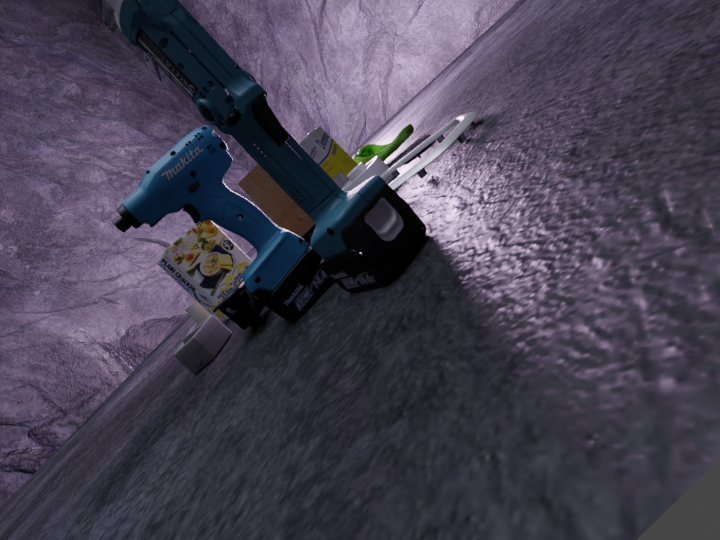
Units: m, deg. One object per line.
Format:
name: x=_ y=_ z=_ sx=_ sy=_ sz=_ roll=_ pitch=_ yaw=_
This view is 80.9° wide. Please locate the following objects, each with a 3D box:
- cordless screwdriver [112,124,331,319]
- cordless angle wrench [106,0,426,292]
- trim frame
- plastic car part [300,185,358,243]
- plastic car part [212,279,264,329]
cordless screwdriver: x=-0.161 y=-0.037 z=0.517 sx=0.158 sy=0.245 sz=0.076 roll=-46 pitch=9 yaw=-10
cordless angle wrench: x=-0.116 y=-0.154 z=0.377 sx=0.074 sy=0.416 sz=0.100 roll=-48 pitch=9 yaw=-25
trim frame: x=0.076 y=-0.159 z=0.655 sx=0.253 sy=0.027 sz=0.184 roll=-35 pitch=17 yaw=33
plastic car part: x=-0.059 y=-0.039 z=0.604 sx=0.208 sy=0.066 sz=0.066 roll=-31 pitch=17 yaw=44
plastic car part: x=-0.179 y=0.058 z=0.652 sx=0.066 sy=0.069 sz=0.119 roll=-44 pitch=12 yaw=0
